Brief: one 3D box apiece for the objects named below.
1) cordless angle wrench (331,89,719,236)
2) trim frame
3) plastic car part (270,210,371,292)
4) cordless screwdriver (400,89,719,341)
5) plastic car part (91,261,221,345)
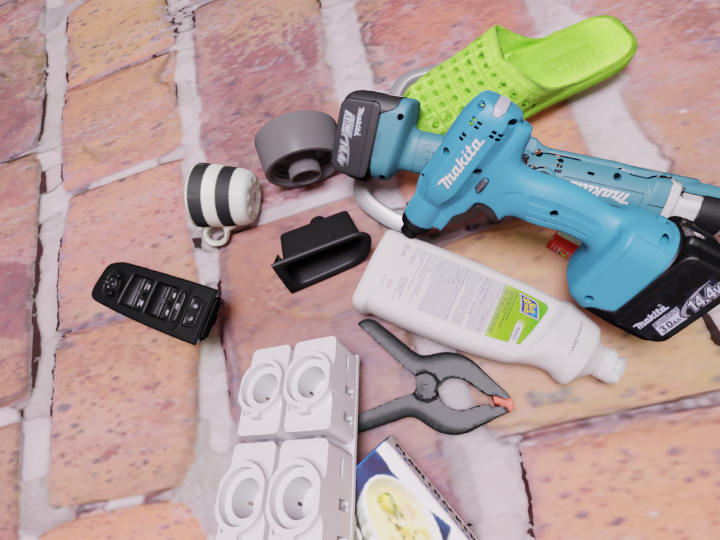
[{"bbox_3d":[0.180,-0.098,0.429,0.437,0.073,0.096,18,114,17],"label":"cordless angle wrench"},{"bbox_3d":[0.088,-0.161,0.536,0.190,0.026,0.249,16,78,18],"label":"trim frame"},{"bbox_3d":[-0.050,-0.033,0.515,0.117,0.063,0.074,-25,54,1],"label":"plastic car part"},{"bbox_3d":[0.166,-0.033,0.389,0.252,0.159,0.074,36,40,6],"label":"cordless screwdriver"},{"bbox_3d":[-0.255,0.035,0.537,0.211,0.064,0.066,14,83,23],"label":"plastic car part"}]
